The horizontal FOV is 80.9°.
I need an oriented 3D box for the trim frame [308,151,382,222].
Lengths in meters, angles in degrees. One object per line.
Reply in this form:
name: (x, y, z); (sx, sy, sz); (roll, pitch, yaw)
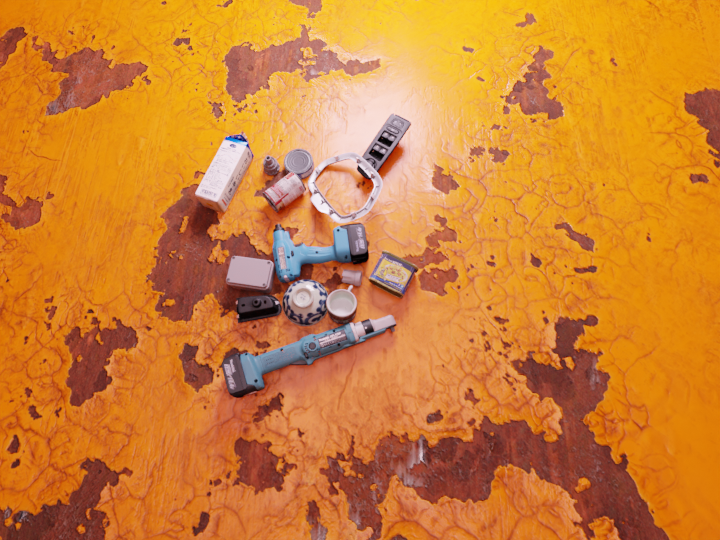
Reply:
trim frame: (-0.048, -0.228, 1.137); (0.185, 0.026, 0.261); (-38, 55, 5)

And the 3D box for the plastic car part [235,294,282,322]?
plastic car part: (-0.262, 0.088, 1.060); (0.117, 0.069, 0.067); (-9, 73, 3)

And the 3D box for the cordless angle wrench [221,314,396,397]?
cordless angle wrench: (-0.115, 0.188, 1.015); (0.420, 0.072, 0.101); (-19, 71, -5)

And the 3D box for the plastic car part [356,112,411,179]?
plastic car part: (0.059, -0.340, 1.187); (0.067, 0.066, 0.203); (33, 80, 5)

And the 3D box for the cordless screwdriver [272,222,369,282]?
cordless screwdriver: (-0.108, -0.071, 1.105); (0.250, 0.072, 0.163); (-13, 70, 4)
